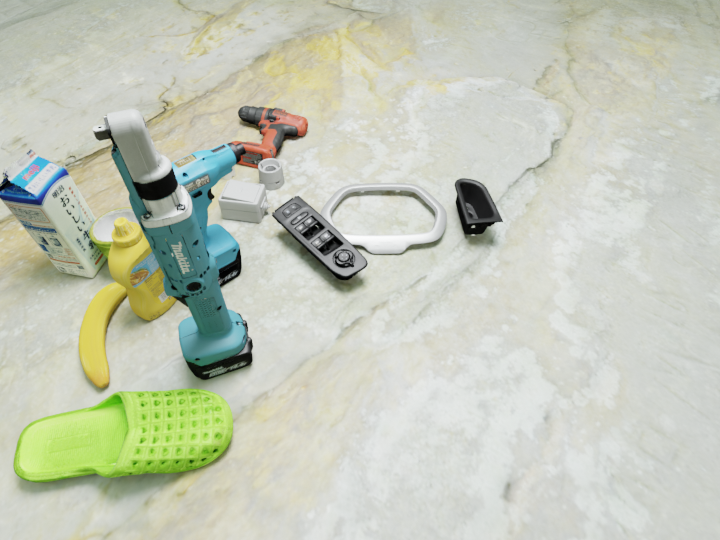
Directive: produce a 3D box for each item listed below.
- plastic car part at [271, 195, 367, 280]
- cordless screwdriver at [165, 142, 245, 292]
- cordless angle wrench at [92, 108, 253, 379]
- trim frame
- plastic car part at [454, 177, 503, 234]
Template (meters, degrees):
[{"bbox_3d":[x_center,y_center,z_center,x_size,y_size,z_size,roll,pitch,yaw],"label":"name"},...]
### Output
[{"bbox_3d":[-0.075,-0.049,0.764,0.065,0.065,0.213,-35,58,-26],"label":"plastic car part"},{"bbox_3d":[-0.240,-0.083,0.682,0.156,0.241,0.078,-36,61,-27],"label":"cordless screwdriver"},{"bbox_3d":[-0.204,0.001,0.502,0.096,0.410,0.078,-15,54,-16],"label":"cordless angle wrench"},{"bbox_3d":[0.044,-0.109,0.836,0.249,0.027,0.190,-1,50,0],"label":"trim frame"},{"bbox_3d":[0.213,-0.114,0.809,0.066,0.069,0.121,-4,51,-5],"label":"plastic car part"}]
